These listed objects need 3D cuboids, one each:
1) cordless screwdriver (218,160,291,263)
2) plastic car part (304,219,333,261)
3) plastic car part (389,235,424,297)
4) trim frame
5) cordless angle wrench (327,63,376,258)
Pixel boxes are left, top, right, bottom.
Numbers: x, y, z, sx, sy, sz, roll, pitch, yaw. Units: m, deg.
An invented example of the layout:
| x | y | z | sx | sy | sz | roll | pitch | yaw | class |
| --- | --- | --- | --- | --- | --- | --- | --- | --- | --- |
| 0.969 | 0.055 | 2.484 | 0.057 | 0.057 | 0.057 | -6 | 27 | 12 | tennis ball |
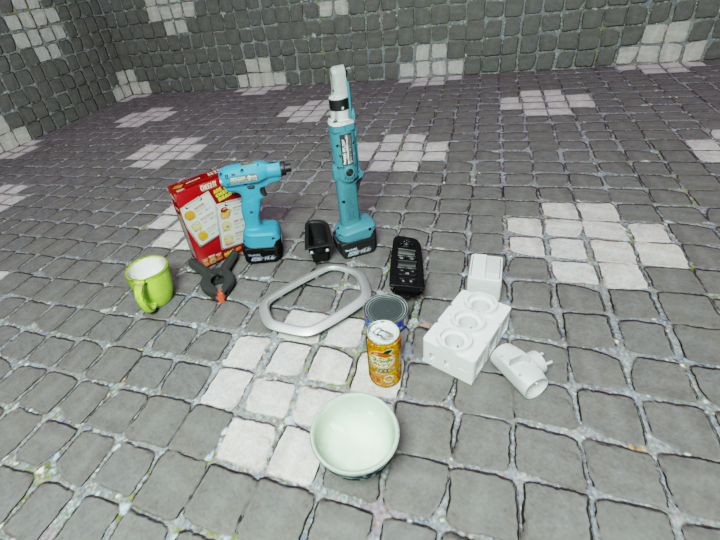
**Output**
| x | y | z | sx | sy | sz | roll | pitch | yaw | class |
| --- | --- | --- | --- | --- | --- | --- | --- | --- | --- |
| -0.224 | -0.139 | 0.990 | 0.159 | 0.240 | 0.077 | -7 | 35 | 0 | cordless screwdriver |
| -0.098 | -0.064 | 1.007 | 0.066 | 0.068 | 0.121 | -9 | 36 | -2 | plastic car part |
| 0.097 | -0.005 | 0.889 | 0.067 | 0.064 | 0.207 | -2 | 37 | 8 | plastic car part |
| -0.092 | 0.056 | 0.879 | 0.243 | 0.026 | 0.195 | -32 | 42 | -27 | trim frame |
| -0.030 | -0.220 | 0.915 | 0.097 | 0.408 | 0.078 | -14 | 36 | -11 | cordless angle wrench |
